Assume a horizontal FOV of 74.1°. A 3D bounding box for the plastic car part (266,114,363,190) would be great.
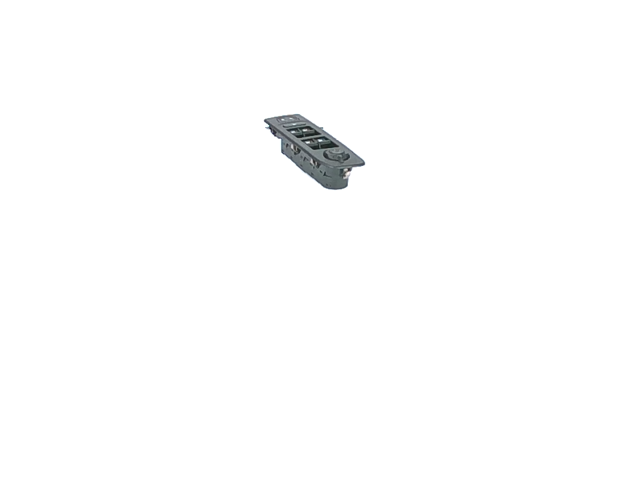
[{"bbox_3d":[-0.013,-0.131,0.636,0.066,0.067,0.203,-10,33,-29],"label":"plastic car part"}]
